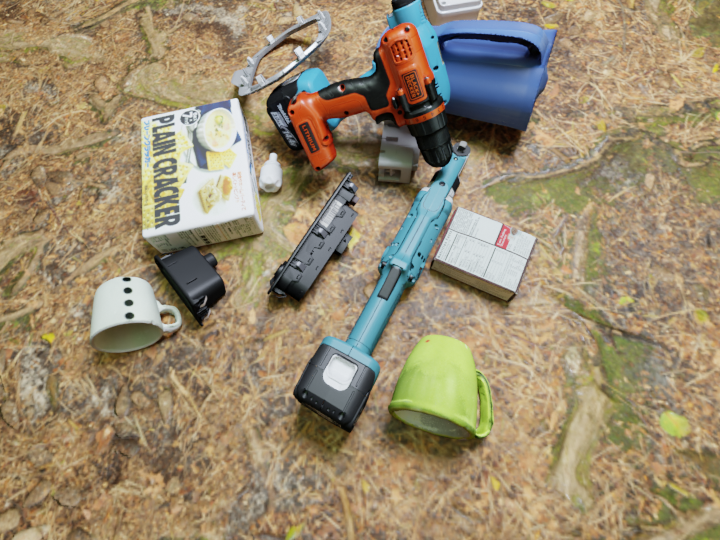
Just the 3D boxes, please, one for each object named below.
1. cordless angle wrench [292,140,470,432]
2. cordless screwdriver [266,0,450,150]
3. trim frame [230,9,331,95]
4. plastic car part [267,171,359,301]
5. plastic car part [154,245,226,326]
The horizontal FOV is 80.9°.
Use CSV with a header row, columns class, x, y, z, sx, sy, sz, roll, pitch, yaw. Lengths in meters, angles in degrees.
class,x,y,z,sx,sy,sz,roll,pitch,yaw
cordless angle wrench,0.054,-0.009,0.550,0.076,0.095,0.423,25,67,12
cordless screwdriver,-0.016,-0.271,0.589,0.257,0.152,0.075,-9,37,25
trim frame,-0.129,-0.354,0.680,0.187,0.026,0.257,-25,42,18
plastic car part,-0.057,-0.037,0.586,0.066,0.068,0.202,39,73,-10
plastic car part,-0.229,0.006,0.586,0.069,0.064,0.121,-31,64,-25
